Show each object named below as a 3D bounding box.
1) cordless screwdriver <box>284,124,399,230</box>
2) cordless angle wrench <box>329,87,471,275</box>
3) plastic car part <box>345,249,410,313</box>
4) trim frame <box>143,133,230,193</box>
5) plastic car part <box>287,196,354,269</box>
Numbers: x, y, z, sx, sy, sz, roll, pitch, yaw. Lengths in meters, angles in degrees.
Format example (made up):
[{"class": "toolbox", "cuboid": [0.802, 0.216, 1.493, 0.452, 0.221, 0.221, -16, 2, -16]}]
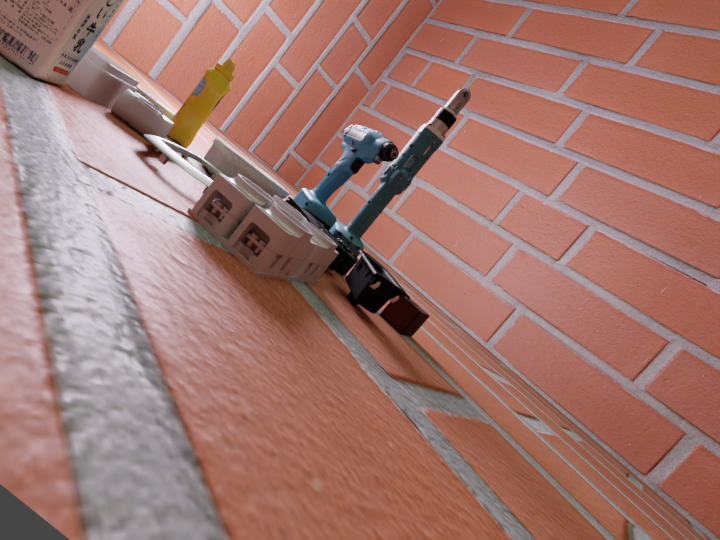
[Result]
[{"class": "cordless screwdriver", "cuboid": [-0.042, -0.151, 0.772, 0.070, 0.249, 0.168, 35, 7, -37]}, {"class": "cordless angle wrench", "cuboid": [0.069, -0.179, 0.821, 0.073, 0.423, 0.099, 38, 6, -10]}, {"class": "plastic car part", "cuboid": [0.011, 0.023, 0.627, 0.063, 0.071, 0.121, 37, 6, -23]}, {"class": "trim frame", "cuboid": [-0.223, -0.136, 0.621, 0.183, 0.027, 0.250, 38, 5, -5]}, {"class": "plastic car part", "cuboid": [-0.067, -0.044, 0.685, 0.070, 0.067, 0.193, 42, 6, 27]}]
